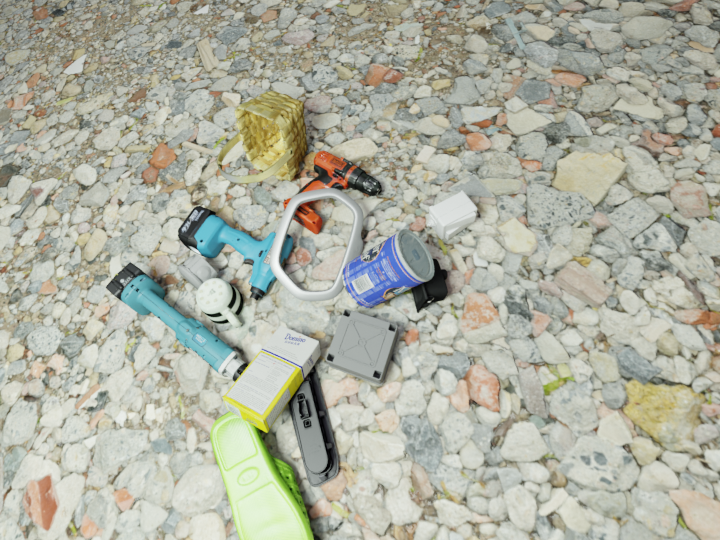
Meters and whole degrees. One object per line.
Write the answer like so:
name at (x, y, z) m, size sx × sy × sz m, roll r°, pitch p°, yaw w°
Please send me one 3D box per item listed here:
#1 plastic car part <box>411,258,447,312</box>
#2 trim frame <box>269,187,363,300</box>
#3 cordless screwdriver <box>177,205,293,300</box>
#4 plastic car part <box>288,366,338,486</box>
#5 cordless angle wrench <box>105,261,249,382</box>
plastic car part at (0.136, 0.016, 0.831) m, size 0.070 × 0.065 × 0.120 m, roll -1°, pitch 59°, yaw -8°
trim frame at (-0.087, -0.057, 0.890) m, size 0.184 × 0.027 × 0.250 m, roll 17°, pitch 79°, yaw -1°
cordless screwdriver at (-0.287, -0.041, 0.935) m, size 0.256 × 0.072 × 0.160 m, roll 19°, pitch 69°, yaw 15°
plastic car part at (-0.089, 0.266, 0.747) m, size 0.066 × 0.065 × 0.210 m, roll -16°, pitch 64°, yaw -7°
cordless angle wrench at (-0.340, 0.128, 0.853) m, size 0.439 × 0.094 × 0.074 m, roll 31°, pitch 69°, yaw 20°
